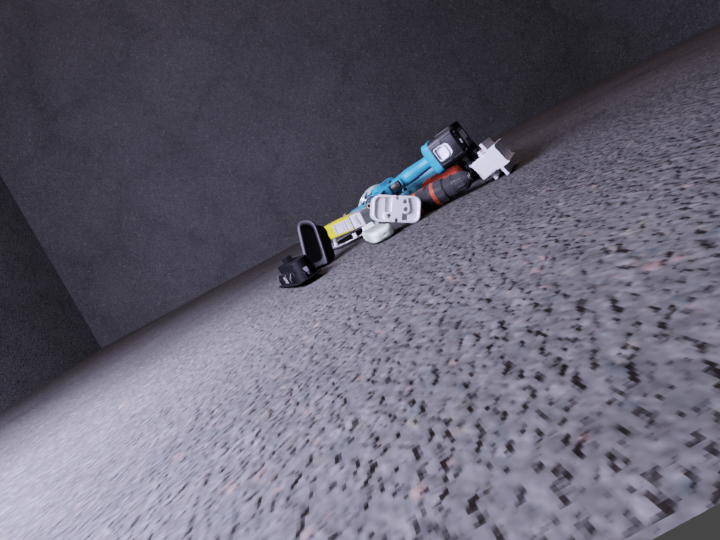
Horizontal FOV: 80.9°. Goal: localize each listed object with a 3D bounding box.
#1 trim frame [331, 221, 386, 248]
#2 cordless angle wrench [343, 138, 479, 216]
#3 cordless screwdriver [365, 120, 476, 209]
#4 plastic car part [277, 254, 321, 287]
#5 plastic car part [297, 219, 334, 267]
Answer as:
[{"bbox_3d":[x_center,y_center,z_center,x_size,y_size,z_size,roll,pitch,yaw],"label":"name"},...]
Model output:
[{"bbox_3d":[-0.012,-0.106,1.188,0.182,0.027,0.253,-30,7,-15],"label":"trim frame"},{"bbox_3d":[0.113,-0.219,1.138,0.435,0.093,0.076,-25,45,40],"label":"cordless angle wrench"},{"bbox_3d":[0.121,-0.218,0.933,0.254,0.074,0.157,-31,8,37],"label":"cordless screwdriver"},{"bbox_3d":[-0.133,-0.002,0.877,0.065,0.066,0.209,-26,10,-19],"label":"plastic car part"},{"bbox_3d":[-0.095,-0.062,0.967,0.068,0.119,0.067,-25,-17,35],"label":"plastic car part"}]
